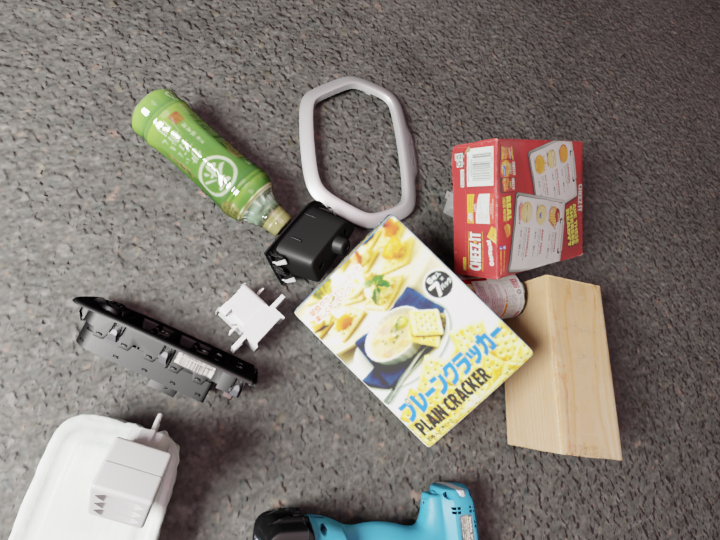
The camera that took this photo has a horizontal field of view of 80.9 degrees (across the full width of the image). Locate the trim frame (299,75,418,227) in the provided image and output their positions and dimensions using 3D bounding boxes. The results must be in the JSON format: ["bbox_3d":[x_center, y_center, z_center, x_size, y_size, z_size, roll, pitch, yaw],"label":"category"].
[{"bbox_3d":[0.001,-0.177,0.615,0.180,0.027,0.254,-2,71,-15],"label":"trim frame"}]

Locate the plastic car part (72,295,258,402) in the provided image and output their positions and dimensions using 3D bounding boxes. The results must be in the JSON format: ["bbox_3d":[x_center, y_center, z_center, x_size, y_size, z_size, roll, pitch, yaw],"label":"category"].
[{"bbox_3d":[-0.211,0.088,0.450,0.201,0.067,0.067,31,92,-6],"label":"plastic car part"}]

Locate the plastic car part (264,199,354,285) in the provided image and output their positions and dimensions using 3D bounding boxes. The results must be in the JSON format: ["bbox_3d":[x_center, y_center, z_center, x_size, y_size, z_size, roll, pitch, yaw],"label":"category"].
[{"bbox_3d":[-0.050,-0.033,0.516,0.074,0.063,0.116,23,62,29],"label":"plastic car part"}]

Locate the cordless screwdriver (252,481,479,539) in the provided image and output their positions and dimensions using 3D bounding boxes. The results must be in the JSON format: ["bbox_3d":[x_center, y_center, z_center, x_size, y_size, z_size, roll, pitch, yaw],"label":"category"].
[{"bbox_3d":[0.015,0.316,0.426,0.241,0.075,0.162,3,72,-19],"label":"cordless screwdriver"}]
